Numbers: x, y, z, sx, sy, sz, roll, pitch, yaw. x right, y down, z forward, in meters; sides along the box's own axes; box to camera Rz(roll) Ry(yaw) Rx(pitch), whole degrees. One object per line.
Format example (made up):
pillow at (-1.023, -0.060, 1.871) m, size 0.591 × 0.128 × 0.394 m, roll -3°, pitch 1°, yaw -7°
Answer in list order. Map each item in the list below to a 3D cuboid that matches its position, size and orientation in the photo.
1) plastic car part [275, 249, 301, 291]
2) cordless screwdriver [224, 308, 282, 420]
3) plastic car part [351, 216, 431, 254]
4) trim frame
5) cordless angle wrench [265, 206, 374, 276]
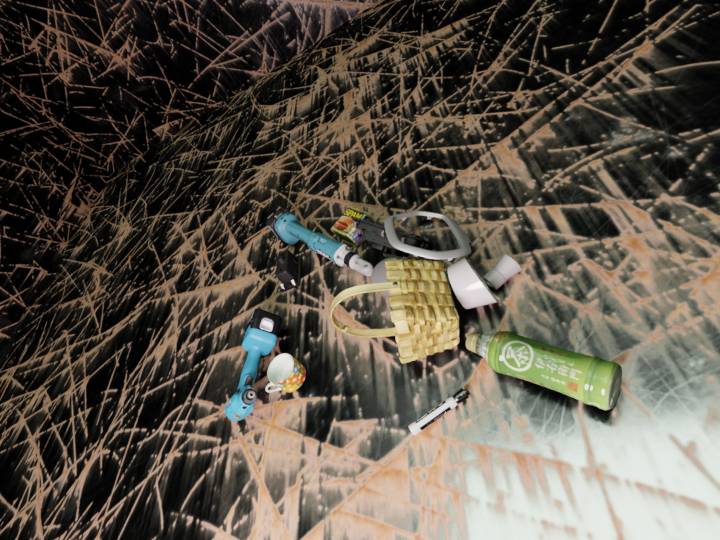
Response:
plastic car part at (-0.210, -0.010, 1.191) m, size 0.067 × 0.067 × 0.120 m, roll -21°, pitch 46°, yaw 19°
cordless screwdriver at (-0.244, 0.207, 0.975) m, size 0.160 × 0.072 × 0.254 m, roll -49°, pitch 26°, yaw 49°
plastic car part at (0.067, -0.078, 1.021) m, size 0.213 × 0.063 × 0.067 m, roll 17°, pitch 81°, yaw 31°
trim frame at (0.148, -0.082, 0.937) m, size 0.184 × 0.027 × 0.255 m, roll -1°, pitch 27°, yaw -1°
cordless angle wrench at (-0.114, -0.074, 1.164) m, size 0.074 × 0.093 × 0.448 m, roll -48°, pitch 44°, yaw -14°
